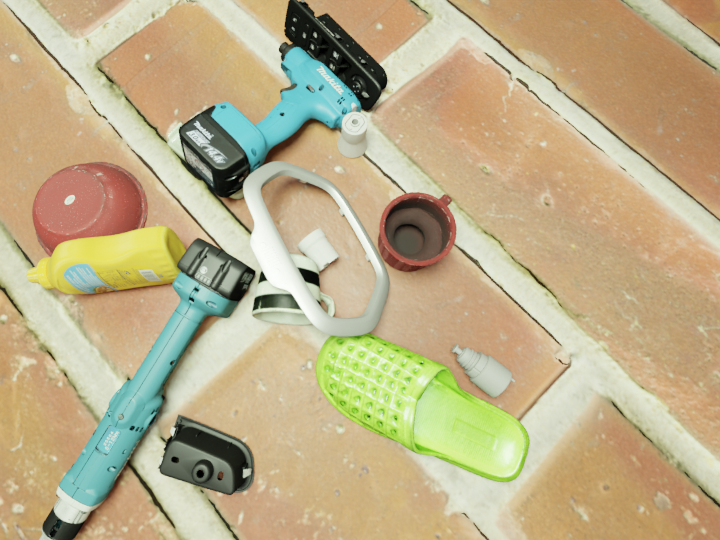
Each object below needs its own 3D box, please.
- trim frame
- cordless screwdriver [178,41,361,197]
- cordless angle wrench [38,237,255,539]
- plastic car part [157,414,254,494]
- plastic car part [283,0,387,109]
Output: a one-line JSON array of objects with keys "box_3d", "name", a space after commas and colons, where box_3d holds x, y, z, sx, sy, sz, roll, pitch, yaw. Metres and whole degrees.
[{"box_3d": [-0.052, -0.034, 0.529, 0.178, 0.028, 0.253, -20, 77, -47], "name": "trim frame"}, {"box_3d": [-0.136, -0.222, 0.587, 0.245, 0.074, 0.162, -38, 79, -22], "name": "cordless screwdriver"}, {"box_3d": [-0.268, 0.163, 0.505, 0.075, 0.097, 0.423, 29, 82, 0], "name": "cordless angle wrench"}, {"box_3d": [-0.184, 0.225, 0.495, 0.118, 0.069, 0.066, 17, 79, 6], "name": "plastic car part"}, {"box_3d": [-0.032, -0.324, 0.636, 0.065, 0.066, 0.208, -30, 75, -34], "name": "plastic car part"}]
